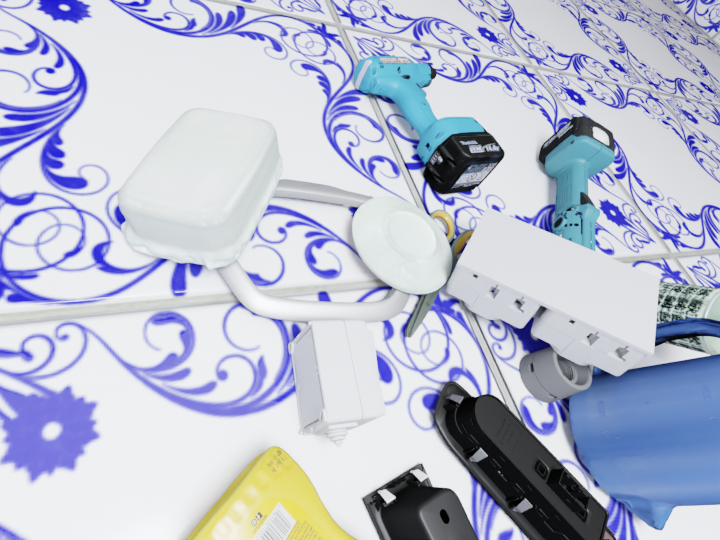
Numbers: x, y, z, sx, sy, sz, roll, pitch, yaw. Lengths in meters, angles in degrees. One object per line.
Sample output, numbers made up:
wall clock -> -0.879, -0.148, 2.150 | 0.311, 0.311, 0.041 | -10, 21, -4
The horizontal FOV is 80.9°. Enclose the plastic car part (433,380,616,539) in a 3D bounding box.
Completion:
plastic car part -> 0.152, 0.187, 0.381 | 0.207, 0.066, 0.065 | 44, 58, 11

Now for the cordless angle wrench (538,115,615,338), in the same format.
cordless angle wrench -> 0.305, -0.058, 0.602 | 0.073, 0.098, 0.427 | 27, 55, -9

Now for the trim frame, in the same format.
trim frame -> -0.045, -0.029, 0.458 | 0.240, 0.027, 0.190 | 2, 59, -21

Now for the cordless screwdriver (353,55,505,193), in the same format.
cordless screwdriver -> 0.113, -0.234, 0.638 | 0.154, 0.074, 0.258 | -17, 63, -33

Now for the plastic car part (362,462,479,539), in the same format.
plastic car part -> 0.065, 0.213, 0.315 | 0.064, 0.071, 0.121 | -14, 63, -31
